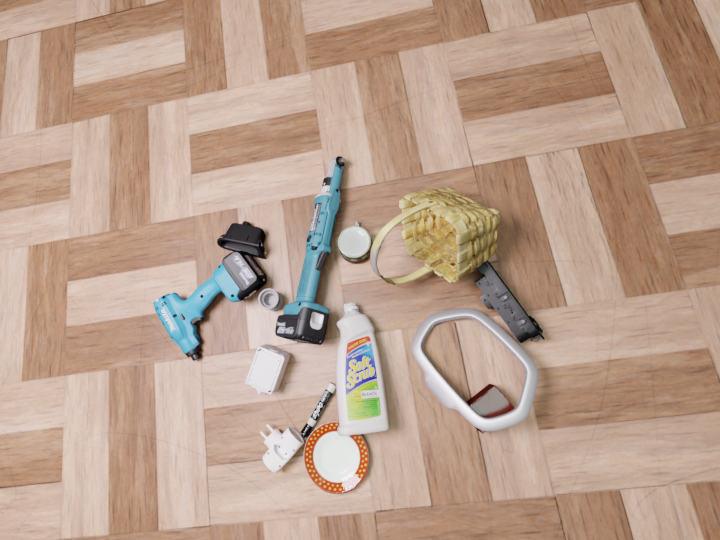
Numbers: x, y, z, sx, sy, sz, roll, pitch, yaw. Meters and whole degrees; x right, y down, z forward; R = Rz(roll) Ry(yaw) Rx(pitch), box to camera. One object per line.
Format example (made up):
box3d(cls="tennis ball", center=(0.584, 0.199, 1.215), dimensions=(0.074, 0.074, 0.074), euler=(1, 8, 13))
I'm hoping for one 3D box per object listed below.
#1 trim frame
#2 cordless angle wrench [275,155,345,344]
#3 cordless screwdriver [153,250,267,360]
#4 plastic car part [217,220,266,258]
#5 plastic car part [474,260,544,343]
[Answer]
box3d(cls="trim frame", center=(0.212, 0.180, 0.810), dimensions=(0.183, 0.026, 0.261), euler=(-38, 58, -6))
box3d(cls="cordless angle wrench", center=(-0.090, -0.059, 0.919), dimensions=(0.102, 0.070, 0.428), euler=(-10, 64, 49))
box3d(cls="cordless screwdriver", center=(-0.318, 0.075, 0.925), dimensions=(0.250, 0.073, 0.161), euler=(-33, 84, 6))
box3d(cls="plastic car part", center=(-0.266, -0.078, 0.969), dimensions=(0.120, 0.064, 0.071), euler=(15, 65, 14))
box3d(cls="plastic car part", center=(0.285, 0.062, 0.843), dimensions=(0.067, 0.064, 0.209), euler=(-39, 74, 7))
